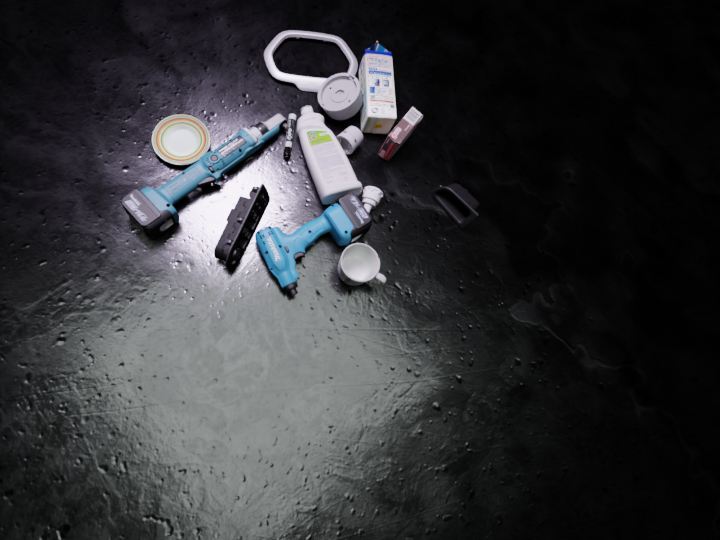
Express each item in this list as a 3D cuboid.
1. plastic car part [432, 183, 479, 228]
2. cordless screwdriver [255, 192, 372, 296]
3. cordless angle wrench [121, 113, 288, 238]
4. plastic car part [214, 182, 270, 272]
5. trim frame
[{"bbox_3d":[0.243,-0.172,1.032,0.069,0.066,0.119,-31,77,-33],"label":"plastic car part"},{"bbox_3d":[-0.091,-0.060,0.933,0.246,0.074,0.162,-26,79,-12],"label":"cordless screwdriver"},{"bbox_3d":[-0.330,-0.238,0.956,0.099,0.074,0.419,44,69,4],"label":"cordless angle wrench"},{"bbox_3d":[-0.264,-0.097,0.923,0.068,0.065,0.205,15,71,3],"label":"plastic car part"},{"bbox_3d":[-0.129,-0.552,1.111,0.244,0.027,0.188,2,71,-10],"label":"trim frame"}]
